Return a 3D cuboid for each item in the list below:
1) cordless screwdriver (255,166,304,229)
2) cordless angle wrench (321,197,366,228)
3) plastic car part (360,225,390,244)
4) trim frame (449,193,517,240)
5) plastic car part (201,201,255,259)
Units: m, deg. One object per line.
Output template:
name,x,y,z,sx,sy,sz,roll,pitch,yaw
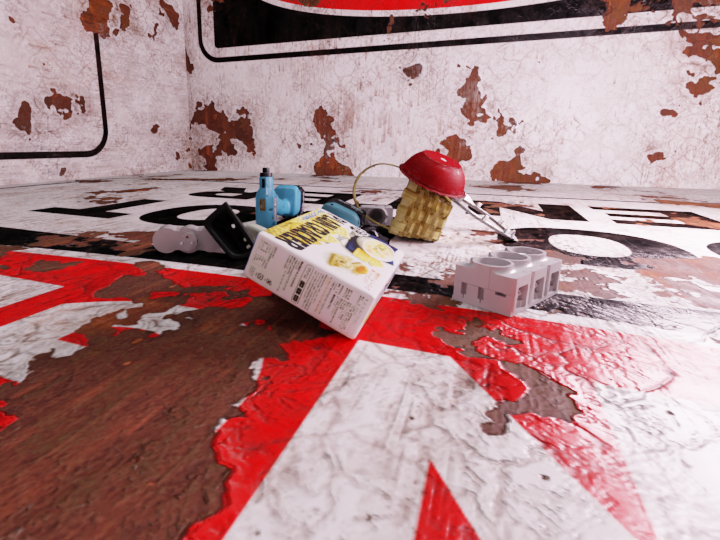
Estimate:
cordless screwdriver,-0.223,-0.206,1.169,0.076,0.157,0.247,4,14,9
cordless angle wrench,-0.077,-0.051,0.790,0.099,0.074,0.421,25,23,2
plastic car part,0.006,-0.040,0.785,0.069,0.065,0.199,17,21,17
trim frame,0.282,-0.146,1.015,0.238,0.027,0.192,22,24,-26
plastic car part,-0.246,-0.069,0.839,0.066,0.118,0.070,-39,-5,8
